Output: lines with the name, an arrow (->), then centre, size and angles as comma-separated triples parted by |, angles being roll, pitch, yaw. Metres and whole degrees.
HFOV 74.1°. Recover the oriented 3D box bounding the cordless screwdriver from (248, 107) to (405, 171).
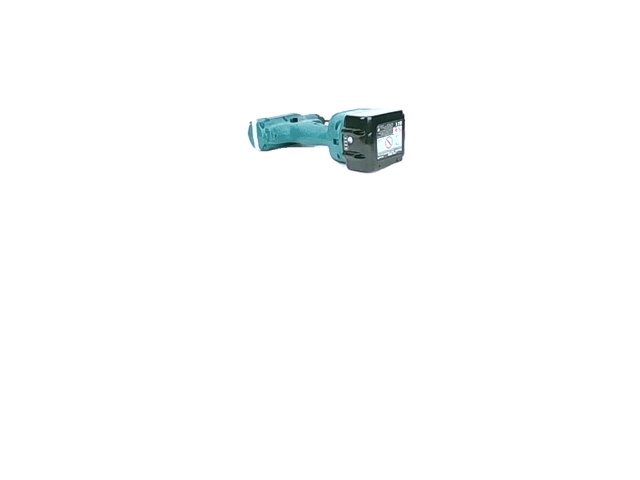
cordless screwdriver -> 0.021, -0.171, 0.666 | 0.250, 0.074, 0.158 | 17, 32, 40
